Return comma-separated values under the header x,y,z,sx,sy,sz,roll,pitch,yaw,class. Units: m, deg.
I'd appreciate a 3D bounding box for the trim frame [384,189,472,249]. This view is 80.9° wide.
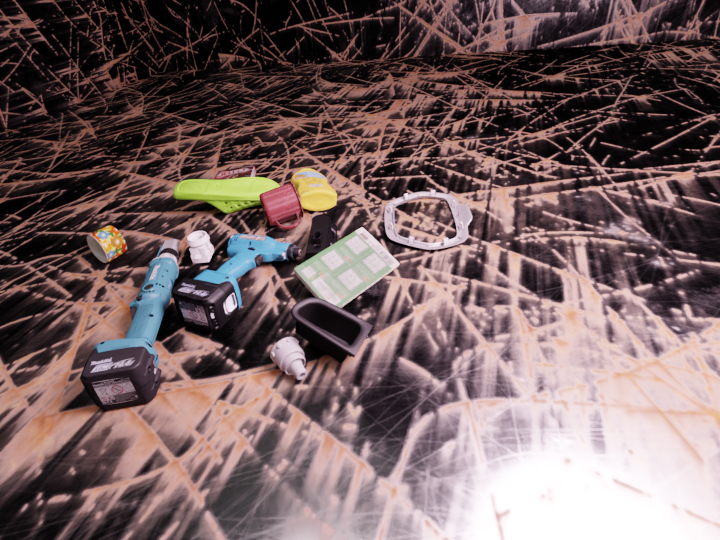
x,y,z,sx,sy,sz,roll,pitch,yaw,class
0.146,-0.119,0.933,0.187,0.026,0.254,-3,35,7,trim frame

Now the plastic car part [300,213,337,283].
x,y,z,sx,sy,sz,roll,pitch,yaw,class
-0.085,-0.056,0.870,0.067,0.064,0.208,-10,33,8,plastic car part

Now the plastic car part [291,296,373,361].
x,y,z,sx,sy,sz,roll,pitch,yaw,class
-0.051,0.095,0.644,0.120,0.069,0.065,25,43,16,plastic car part

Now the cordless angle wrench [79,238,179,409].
x,y,z,sx,sy,sz,roll,pitch,yaw,class
-0.383,0.053,0.777,0.097,0.072,0.440,-11,34,-5,cordless angle wrench

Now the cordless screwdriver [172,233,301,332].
x,y,z,sx,sy,sz,roll,pitch,yaw,class
-0.224,0.010,0.799,0.164,0.072,0.249,5,34,17,cordless screwdriver
